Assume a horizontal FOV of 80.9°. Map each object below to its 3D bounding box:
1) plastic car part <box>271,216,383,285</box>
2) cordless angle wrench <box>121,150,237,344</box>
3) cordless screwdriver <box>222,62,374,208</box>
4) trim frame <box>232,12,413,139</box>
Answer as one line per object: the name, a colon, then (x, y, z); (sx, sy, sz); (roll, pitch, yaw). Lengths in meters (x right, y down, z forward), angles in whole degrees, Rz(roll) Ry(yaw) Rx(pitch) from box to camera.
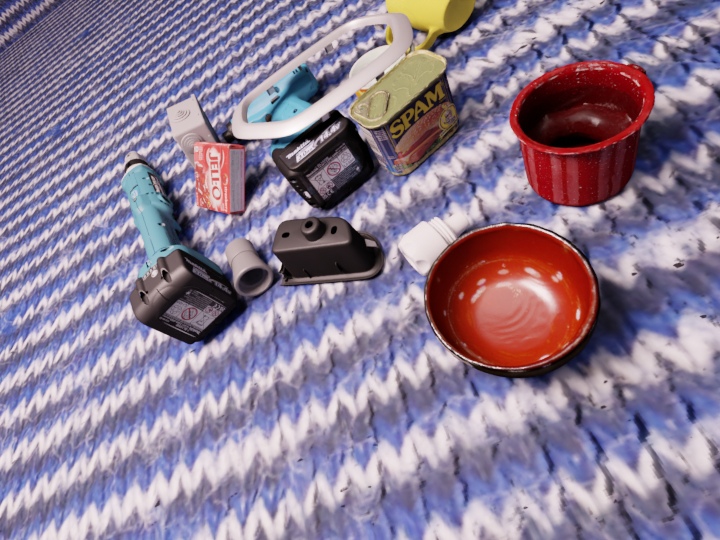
plastic car part: (-0.042, -0.027, 0.430); (0.121, 0.067, 0.067); (-5, 60, 30)
cordless angle wrench: (-0.285, -0.077, 0.587); (0.074, 0.092, 0.447); (-44, 47, 2)
cordless screwdriver: (-0.097, -0.174, 0.549); (0.160, 0.070, 0.262); (-35, 47, 6)
trim frame: (-0.049, -0.232, 0.504); (0.248, 0.026, 0.195); (-39, 45, -2)
